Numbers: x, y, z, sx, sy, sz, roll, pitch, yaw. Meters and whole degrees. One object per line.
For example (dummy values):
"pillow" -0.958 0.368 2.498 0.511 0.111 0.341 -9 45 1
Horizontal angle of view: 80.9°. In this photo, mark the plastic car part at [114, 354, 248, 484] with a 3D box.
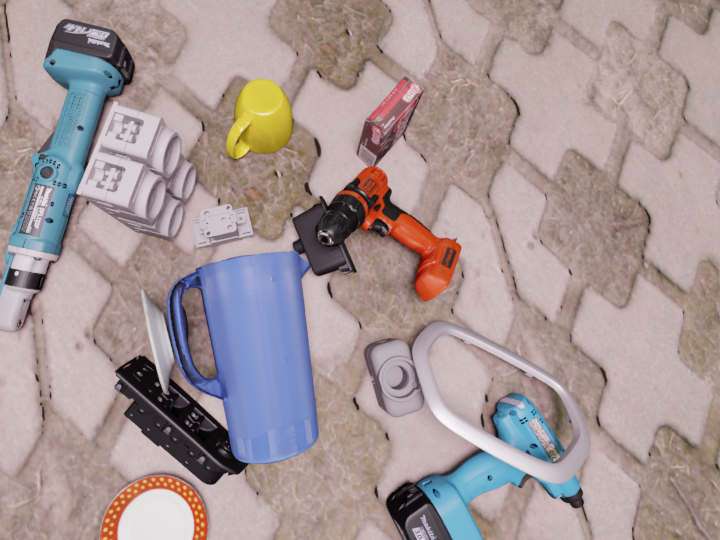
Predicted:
"plastic car part" -0.232 0.199 0.535 0.203 0.066 0.067 36 88 1

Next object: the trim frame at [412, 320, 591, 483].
"trim frame" 0.180 0.158 0.549 0.251 0.027 0.184 25 42 5

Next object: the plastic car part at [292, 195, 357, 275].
"plastic car part" -0.059 -0.039 0.603 0.071 0.064 0.118 -27 80 3

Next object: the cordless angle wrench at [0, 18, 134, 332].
"cordless angle wrench" -0.415 -0.128 0.576 0.097 0.074 0.426 12 81 -6

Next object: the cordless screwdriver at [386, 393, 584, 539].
"cordless screwdriver" 0.170 0.298 0.553 0.246 0.074 0.161 -32 85 -15
